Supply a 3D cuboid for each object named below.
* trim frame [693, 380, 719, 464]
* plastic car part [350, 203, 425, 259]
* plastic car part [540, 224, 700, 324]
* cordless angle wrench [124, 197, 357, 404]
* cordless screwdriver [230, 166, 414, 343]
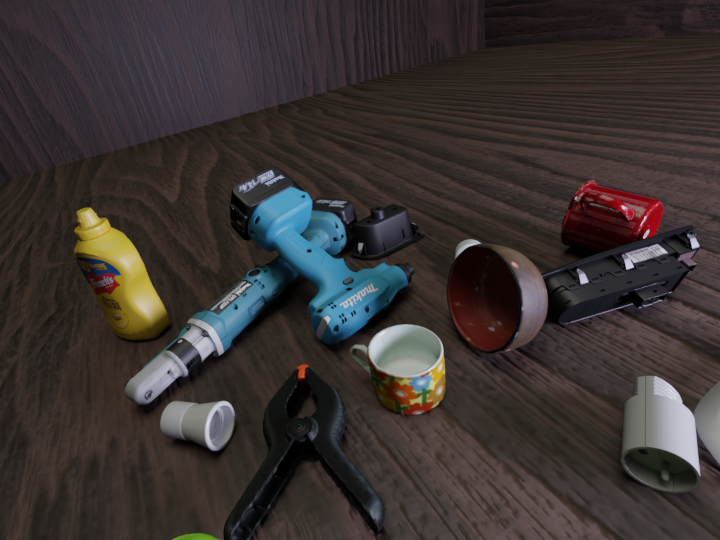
[{"bbox_3d":[0.367,0.122,0.285,0.243,0.026,0.194,-23,31,-21],"label":"trim frame"},{"bbox_3d":[0.037,-0.070,0.680,0.113,0.069,0.070,-25,31,-27],"label":"plastic car part"},{"bbox_3d":[0.282,0.014,0.469,0.202,0.064,0.070,-13,55,-3],"label":"plastic car part"},{"bbox_3d":[-0.142,0.024,0.595,0.103,0.071,0.418,9,39,32],"label":"cordless angle wrench"},{"bbox_3d":[-0.056,-0.036,0.568,0.155,0.073,0.258,-31,66,-31],"label":"cordless screwdriver"}]
